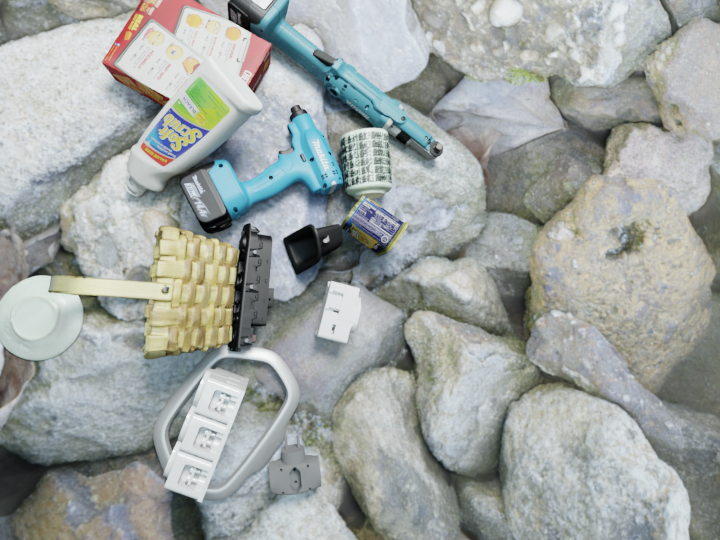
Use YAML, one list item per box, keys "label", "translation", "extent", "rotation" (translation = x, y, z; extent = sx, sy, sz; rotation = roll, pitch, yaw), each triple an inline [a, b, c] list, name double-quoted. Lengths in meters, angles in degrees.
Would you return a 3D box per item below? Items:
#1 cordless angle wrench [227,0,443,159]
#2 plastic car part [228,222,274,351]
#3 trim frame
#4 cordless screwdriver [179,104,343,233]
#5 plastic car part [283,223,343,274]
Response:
- label: "cordless angle wrench"
  translation: [-0.031, -0.324, 0.717]
  extent: [0.418, 0.099, 0.074]
  rotation: [37, 81, -5]
- label: "plastic car part"
  translation: [-0.169, 0.023, 0.664]
  extent: [0.065, 0.067, 0.206]
  rotation: [2, 77, -18]
- label: "trim frame"
  translation: [-0.207, 0.233, 0.661]
  extent: [0.184, 0.027, 0.248]
  rotation: [36, 79, 0]
- label: "cordless screwdriver"
  translation: [-0.167, -0.168, 0.689]
  extent: [0.245, 0.074, 0.161]
  rotation: [-23, 83, -12]
- label: "plastic car part"
  translation: [-0.066, -0.043, 0.670]
  extent: [0.069, 0.120, 0.066]
  rotation: [-21, 90, -34]
